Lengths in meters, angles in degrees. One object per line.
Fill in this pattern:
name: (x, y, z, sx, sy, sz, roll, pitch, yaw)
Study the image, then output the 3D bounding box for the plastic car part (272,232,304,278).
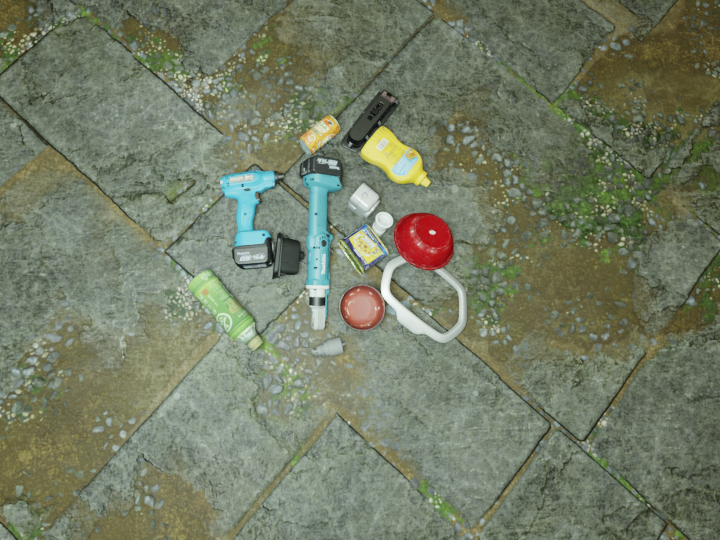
plastic car part: (-0.176, -0.034, 1.050, 0.068, 0.067, 0.118, 12, 76, -21)

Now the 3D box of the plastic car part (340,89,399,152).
plastic car part: (0.028, -0.398, 1.118, 0.066, 0.068, 0.203, 38, 84, -6)

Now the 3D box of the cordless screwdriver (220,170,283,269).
cordless screwdriver: (-0.256, -0.132, 1.055, 0.158, 0.073, 0.253, -10, 77, -4)

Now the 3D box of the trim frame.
trim frame: (0.159, 0.063, 1.033, 0.245, 0.028, 0.184, 38, 67, -6)

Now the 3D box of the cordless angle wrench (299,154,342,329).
cordless angle wrench: (-0.102, -0.067, 1.045, 0.093, 0.077, 0.425, 4, 84, -33)
